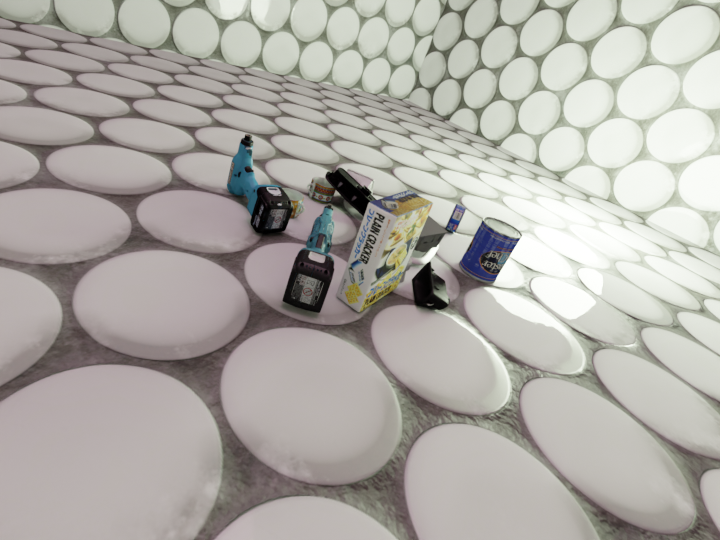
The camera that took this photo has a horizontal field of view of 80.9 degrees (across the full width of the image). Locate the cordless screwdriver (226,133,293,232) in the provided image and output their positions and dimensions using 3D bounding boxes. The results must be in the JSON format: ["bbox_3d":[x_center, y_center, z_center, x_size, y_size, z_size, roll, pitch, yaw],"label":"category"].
[{"bbox_3d":[-0.247,-0.209,1.012,0.071,0.157,0.263,-4,39,-38],"label":"cordless screwdriver"}]

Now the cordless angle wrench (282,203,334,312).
[{"bbox_3d":[-0.091,-0.060,0.931,0.074,0.097,0.431,17,25,-7],"label":"cordless angle wrench"}]

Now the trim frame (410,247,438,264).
[{"bbox_3d":[0.115,-0.089,1.128,0.189,0.027,0.245,32,37,11],"label":"trim frame"}]

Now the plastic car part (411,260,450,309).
[{"bbox_3d":[0.160,0.047,0.921,0.069,0.066,0.119,28,30,-16],"label":"plastic car part"}]

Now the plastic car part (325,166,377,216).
[{"bbox_3d":[-0.015,-0.218,1.191,0.203,0.067,0.066,40,39,-1],"label":"plastic car part"}]
